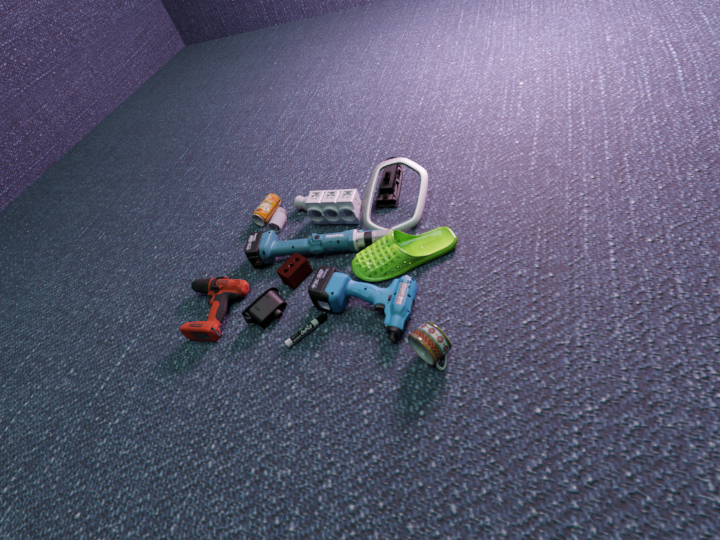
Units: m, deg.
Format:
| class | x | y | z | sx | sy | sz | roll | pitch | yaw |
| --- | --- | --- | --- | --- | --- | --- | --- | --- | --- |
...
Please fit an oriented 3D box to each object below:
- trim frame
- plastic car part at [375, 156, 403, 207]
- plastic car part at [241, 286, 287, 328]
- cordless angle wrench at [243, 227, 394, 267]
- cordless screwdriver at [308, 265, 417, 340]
| class | x | y | z | sx | sy | sz | roll | pitch | yaw |
| --- | --- | --- | --- | --- | --- | --- | --- | --- | --- |
| trim frame | 0.093 | -0.211 | 1.196 | 0.191 | 0.026 | 0.251 | 5 | 73 | 22 |
| plastic car part | 0.087 | -0.277 | 1.285 | 0.069 | 0.064 | 0.206 | -7 | 45 | 25 |
| plastic car part | -0.236 | 0.101 | 1.083 | 0.074 | 0.064 | 0.115 | 38 | 66 | 25 |
| cordless angle wrench | -0.116 | -0.076 | 1.182 | 0.434 | 0.071 | 0.100 | -5 | 48 | 16 |
| cordless screwdriver | -0.003 | 0.075 | 0.996 | 0.258 | 0.071 | 0.160 | 7 | 53 | 23 |
